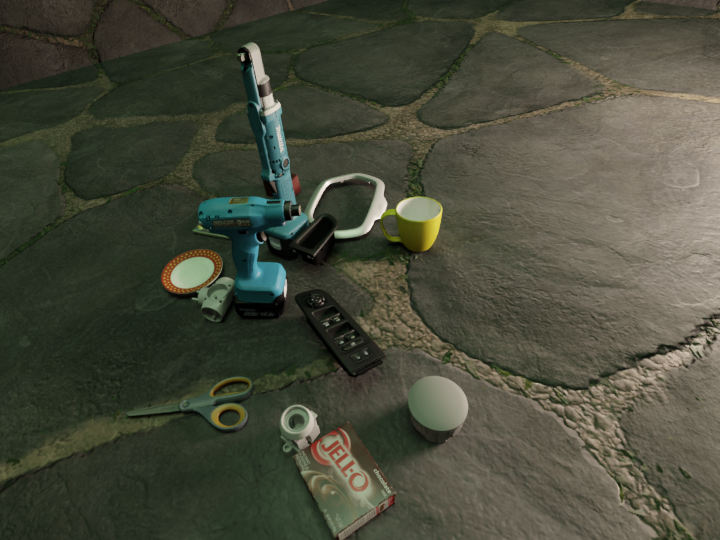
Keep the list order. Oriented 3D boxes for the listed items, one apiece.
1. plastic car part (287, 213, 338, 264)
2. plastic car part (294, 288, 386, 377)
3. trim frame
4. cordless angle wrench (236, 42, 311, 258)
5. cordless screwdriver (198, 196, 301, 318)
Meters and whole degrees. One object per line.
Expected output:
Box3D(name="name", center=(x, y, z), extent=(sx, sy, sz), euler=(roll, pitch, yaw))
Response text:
Box3D(name="plastic car part", center=(-0.086, -0.056, 0.875), extent=(0.069, 0.068, 0.115), euler=(21, 50, 26))
Box3D(name="plastic car part", center=(-0.041, 0.103, 0.706), extent=(0.065, 0.064, 0.215), euler=(-27, 46, -20))
Box3D(name="trim frame", center=(-0.033, -0.157, 1.002), extent=(0.189, 0.026, 0.251), euler=(6, 46, 15))
Box3D(name="cordless angle wrench", center=(-0.163, -0.206, 0.798), extent=(0.078, 0.407, 0.097), euler=(21, 49, 24))
Box3D(name="cordless screwdriver", center=(-0.167, -0.022, 0.729), extent=(0.161, 0.239, 0.076), euler=(-1, 43, 5))
